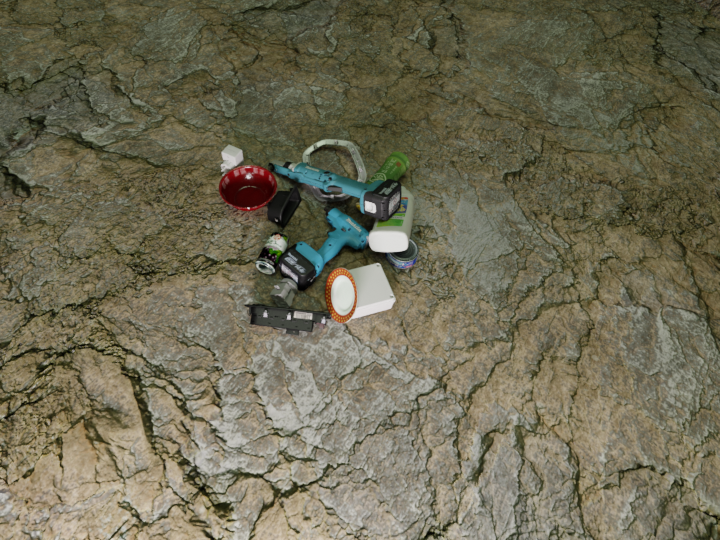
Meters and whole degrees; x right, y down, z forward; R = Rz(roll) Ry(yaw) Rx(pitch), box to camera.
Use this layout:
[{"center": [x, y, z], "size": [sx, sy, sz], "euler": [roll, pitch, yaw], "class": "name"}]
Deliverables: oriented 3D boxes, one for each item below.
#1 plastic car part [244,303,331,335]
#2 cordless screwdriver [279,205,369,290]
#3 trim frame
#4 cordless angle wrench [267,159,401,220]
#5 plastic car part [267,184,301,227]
[{"center": [-0.172, 0.114, 0.985], "size": [0.204, 0.066, 0.067], "euler": [10, 83, 2], "class": "plastic car part"}, {"center": [-0.107, -0.070, 1.098], "size": [0.244, 0.073, 0.166], "euler": [-37, 66, -28], "class": "cordless screwdriver"}, {"center": [-0.085, -0.306, 1.261], "size": [0.185, 0.026, 0.258], "euler": [-18, 61, 2], "class": "trim frame"}, {"center": [-0.091, -0.247, 1.172], "size": [0.444, 0.072, 0.097], "euler": [23, 48, 29], "class": "cordless angle wrench"}, {"center": [-0.222, -0.180, 1.175], "size": [0.074, 0.063, 0.117], "euler": [15, 60, 23], "class": "plastic car part"}]
